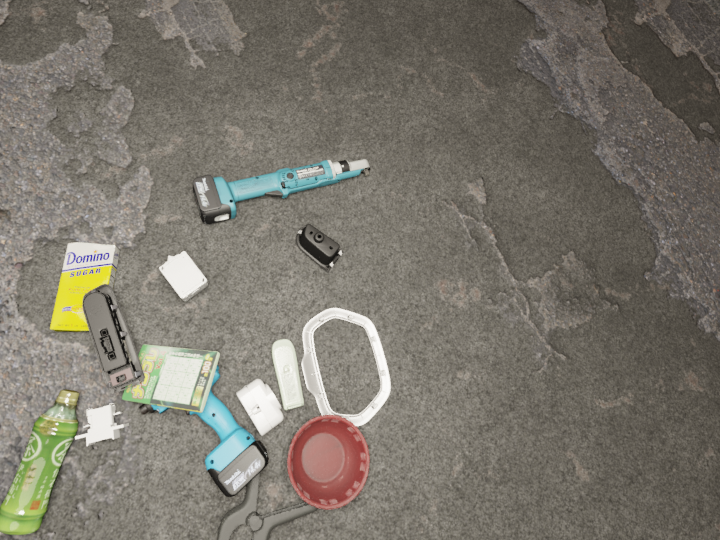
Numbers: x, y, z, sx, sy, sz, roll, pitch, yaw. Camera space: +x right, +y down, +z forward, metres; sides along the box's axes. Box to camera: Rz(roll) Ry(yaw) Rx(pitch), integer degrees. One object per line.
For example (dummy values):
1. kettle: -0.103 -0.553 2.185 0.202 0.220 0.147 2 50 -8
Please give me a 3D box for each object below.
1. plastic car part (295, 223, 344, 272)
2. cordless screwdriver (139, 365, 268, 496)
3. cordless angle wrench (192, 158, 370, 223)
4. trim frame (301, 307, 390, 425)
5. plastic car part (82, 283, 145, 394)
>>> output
1. plastic car part: -0.093 -0.061 0.952 0.116 0.071 0.066 39 68 -2
2. cordless screwdriver: -0.291 0.298 0.789 0.157 0.073 0.257 -34 72 -16
3. cordless angle wrench: -0.169 -0.207 0.986 0.414 0.074 0.100 -17 79 -18
4. trim frame: -0.033 0.202 0.904 0.181 0.027 0.253 -12 77 -13
5. plastic car part: -0.470 0.122 0.784 0.066 0.066 0.207 -22 78 -10
